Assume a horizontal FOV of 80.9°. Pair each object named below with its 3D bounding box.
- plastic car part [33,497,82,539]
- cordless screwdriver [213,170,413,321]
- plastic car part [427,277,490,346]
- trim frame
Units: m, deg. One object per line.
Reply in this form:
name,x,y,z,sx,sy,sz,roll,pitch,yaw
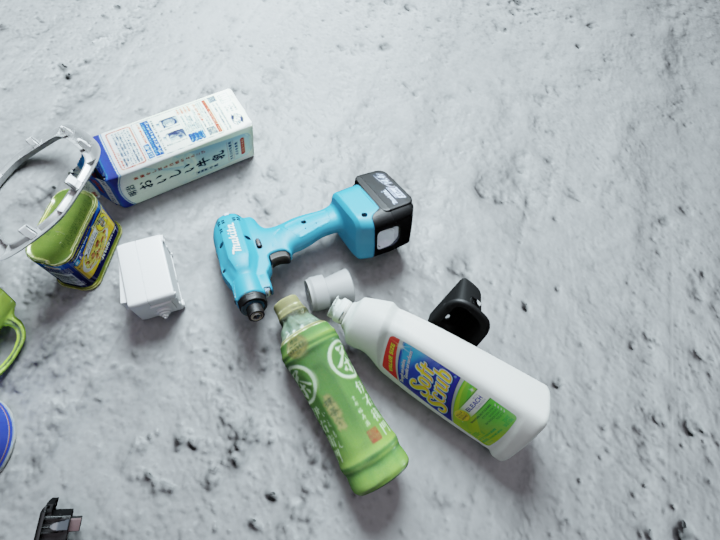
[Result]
plastic car part,-0.283,0.324,0.379,0.064,0.068,0.207,18,61,-30
cordless screwdriver,-0.052,-0.034,0.527,0.245,0.072,0.167,-18,48,-12
plastic car part,0.115,0.056,0.516,0.066,0.115,0.071,25,42,0
trim frame,-0.399,-0.103,0.507,0.263,0.026,0.184,32,78,36
